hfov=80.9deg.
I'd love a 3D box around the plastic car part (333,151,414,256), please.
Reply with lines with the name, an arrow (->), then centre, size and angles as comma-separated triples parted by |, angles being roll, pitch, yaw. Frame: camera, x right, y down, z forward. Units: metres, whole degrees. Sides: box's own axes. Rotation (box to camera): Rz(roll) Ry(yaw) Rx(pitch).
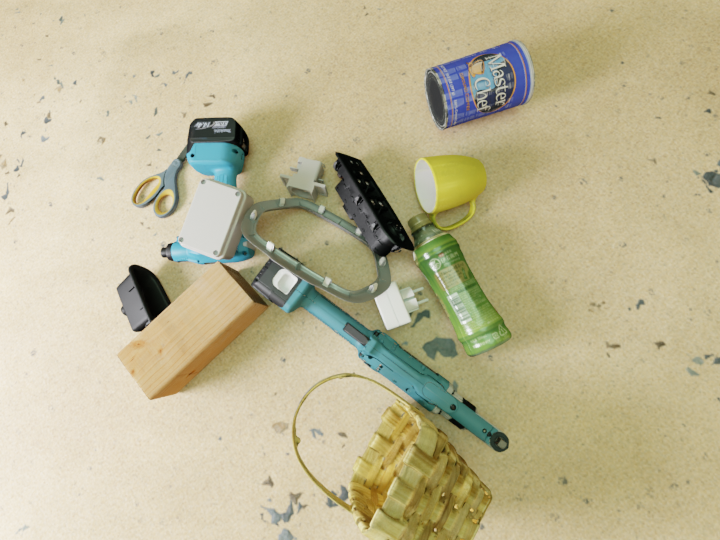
plastic car part -> 0.009, -0.100, 0.674 | 0.067, 0.063, 0.212 | -45, 59, 21

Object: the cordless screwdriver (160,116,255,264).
cordless screwdriver -> -0.267, -0.134, 0.733 | 0.161, 0.073, 0.251 | -4, 81, 7

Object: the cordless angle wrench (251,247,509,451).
cordless angle wrench -> 0.028, 0.120, 0.627 | 0.431, 0.096, 0.074 | 36, 84, 10

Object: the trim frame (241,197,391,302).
trim frame -> -0.063, -0.041, 0.647 | 0.253, 0.027, 0.182 | 32, 41, 9

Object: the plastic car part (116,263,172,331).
plastic car part -> -0.371, 0.056, 0.713 | 0.071, 0.063, 0.120 | -40, 72, 11
